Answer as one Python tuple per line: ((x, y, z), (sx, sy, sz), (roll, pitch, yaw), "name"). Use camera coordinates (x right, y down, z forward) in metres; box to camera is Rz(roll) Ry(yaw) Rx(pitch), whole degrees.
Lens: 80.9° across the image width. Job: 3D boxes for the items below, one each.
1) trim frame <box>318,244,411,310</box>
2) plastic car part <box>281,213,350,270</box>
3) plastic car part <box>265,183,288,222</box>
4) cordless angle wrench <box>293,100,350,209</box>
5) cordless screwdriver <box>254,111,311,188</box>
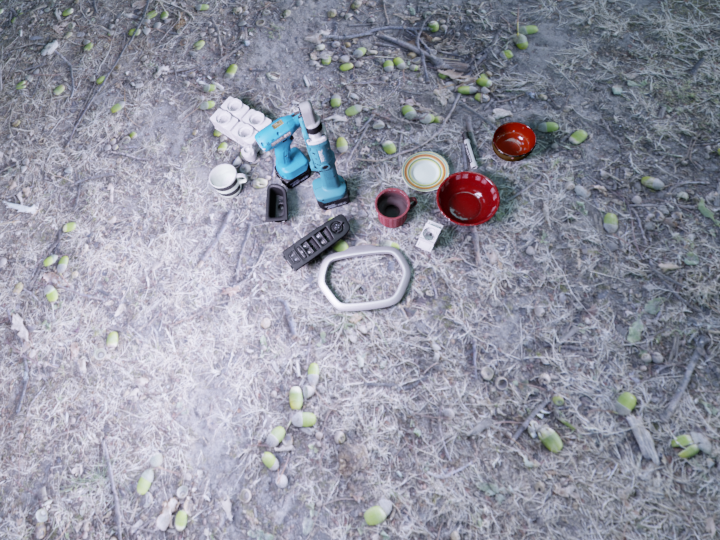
((0.009, 0.015, 1.131), (0.251, 0.026, 0.189), (-9, 69, 6), "trim frame")
((-0.114, -0.074, 1.163), (0.202, 0.065, 0.069), (-37, 71, -5), "plastic car part")
((-0.235, -0.186, 1.222), (0.067, 0.069, 0.119), (-5, 70, 5), "plastic car part")
((-0.095, -0.276, 1.047), (0.098, 0.410, 0.076), (-16, 72, 0), "cordless angle wrench")
((-0.189, -0.340, 1.177), (0.158, 0.241, 0.077), (-35, 73, -6), "cordless screwdriver")
